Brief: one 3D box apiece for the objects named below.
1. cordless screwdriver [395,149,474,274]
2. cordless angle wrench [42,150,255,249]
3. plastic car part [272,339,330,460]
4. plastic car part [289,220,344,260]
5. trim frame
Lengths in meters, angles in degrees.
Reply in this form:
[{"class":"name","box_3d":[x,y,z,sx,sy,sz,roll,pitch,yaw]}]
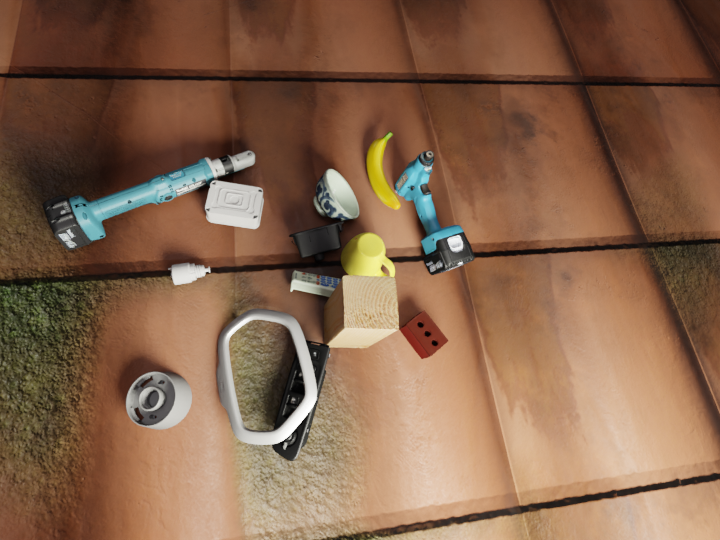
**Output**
[{"class":"cordless screwdriver","box_3d":[0.158,-0.123,0.902,0.073,0.159,0.255,-17,75,-17]},{"class":"cordless angle wrench","box_3d":[-0.410,-0.169,0.877,0.415,0.097,0.076,-27,75,-21]},{"class":"plastic car part","box_3d":[-0.106,0.235,0.772,0.068,0.064,0.205,8,63,17]},{"class":"plastic car part","box_3d":[-0.088,-0.057,0.898,0.115,0.067,0.071,-18,89,-12]},{"class":"trim frame","box_3d":[-0.179,0.184,0.772,0.184,0.026,0.258,-22,62,1]}]
